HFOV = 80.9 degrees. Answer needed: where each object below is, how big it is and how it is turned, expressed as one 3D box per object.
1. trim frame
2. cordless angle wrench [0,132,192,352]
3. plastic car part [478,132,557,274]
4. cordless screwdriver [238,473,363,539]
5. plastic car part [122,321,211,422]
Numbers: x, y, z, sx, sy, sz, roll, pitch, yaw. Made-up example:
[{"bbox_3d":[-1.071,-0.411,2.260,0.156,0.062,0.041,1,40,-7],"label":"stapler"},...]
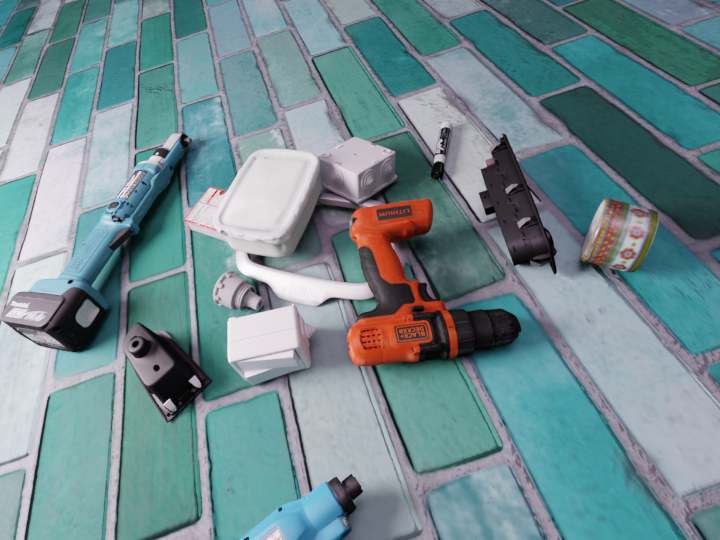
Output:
[{"bbox_3d":[-0.057,-0.038,0.587,0.257,0.026,0.186,10,56,18],"label":"trim frame"},{"bbox_3d":[-0.377,-0.083,0.671,0.100,0.071,0.430,3,53,13],"label":"cordless angle wrench"},{"bbox_3d":[0.194,-0.084,0.540,0.068,0.063,0.210,-17,52,11],"label":"plastic car part"},{"bbox_3d":[-0.006,0.294,0.304,0.157,0.071,0.263,-35,51,-14],"label":"cordless screwdriver"},{"bbox_3d":[-0.243,0.106,0.498,0.122,0.068,0.065,35,67,28],"label":"plastic car part"}]
